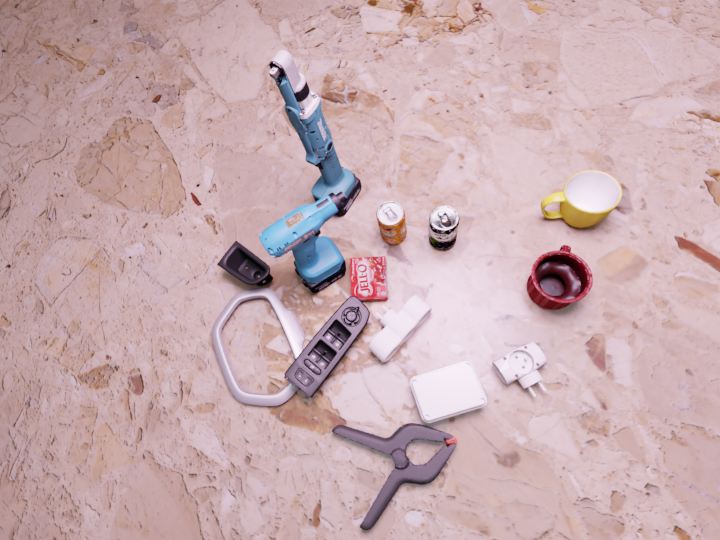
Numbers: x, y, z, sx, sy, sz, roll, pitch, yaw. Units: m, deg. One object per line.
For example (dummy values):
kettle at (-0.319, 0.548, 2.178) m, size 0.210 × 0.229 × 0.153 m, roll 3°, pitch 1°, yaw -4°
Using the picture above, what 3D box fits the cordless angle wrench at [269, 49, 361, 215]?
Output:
cordless angle wrench at (-0.079, -0.233, 0.774) m, size 0.077 × 0.407 × 0.098 m, roll 29°, pitch 78°, yaw 18°

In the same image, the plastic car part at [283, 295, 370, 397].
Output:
plastic car part at (-0.053, 0.143, 0.808) m, size 0.069 × 0.064 × 0.202 m, roll 34°, pitch 80°, yaw 21°

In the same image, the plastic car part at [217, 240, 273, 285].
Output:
plastic car part at (-0.236, -0.001, 0.910) m, size 0.121 × 0.068 × 0.066 m, roll 32°, pitch 79°, yaw 22°

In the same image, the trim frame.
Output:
trim frame at (-0.206, 0.152, 0.865) m, size 0.184 × 0.026 × 0.258 m, roll -30°, pitch 65°, yaw 1°

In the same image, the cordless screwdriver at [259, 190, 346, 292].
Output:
cordless screwdriver at (-0.078, -0.051, 0.795) m, size 0.159 × 0.239 × 0.077 m, roll -33°, pitch 69°, yaw -2°
